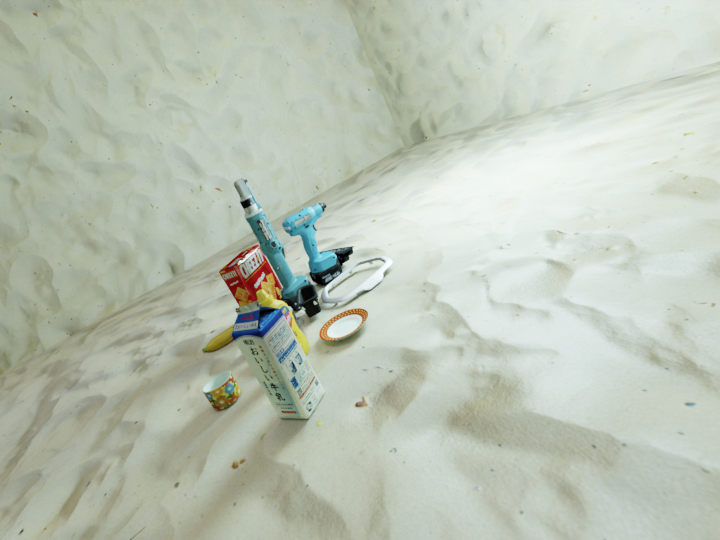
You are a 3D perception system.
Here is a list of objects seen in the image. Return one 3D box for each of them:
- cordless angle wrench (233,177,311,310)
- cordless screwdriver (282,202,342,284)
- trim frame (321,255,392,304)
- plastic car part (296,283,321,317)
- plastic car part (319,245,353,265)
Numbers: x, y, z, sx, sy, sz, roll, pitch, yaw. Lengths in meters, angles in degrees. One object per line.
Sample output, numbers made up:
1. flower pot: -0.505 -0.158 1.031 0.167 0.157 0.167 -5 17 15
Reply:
1. cordless angle wrench: -0.267 -0.077 1.258 0.096 0.413 0.077 -34 17 -28
2. cordless screwdriver: -0.134 -0.088 1.372 0.156 0.243 0.077 -33 17 -23
3. trim frame: -0.013 0.027 1.251 0.244 0.027 0.192 -37 22 -27
4. plastic car part: -0.140 0.090 1.188 0.066 0.069 0.119 -26 18 0
5. plastic car part: -0.095 -0.046 1.483 0.065 0.065 0.212 -36 21 -31
